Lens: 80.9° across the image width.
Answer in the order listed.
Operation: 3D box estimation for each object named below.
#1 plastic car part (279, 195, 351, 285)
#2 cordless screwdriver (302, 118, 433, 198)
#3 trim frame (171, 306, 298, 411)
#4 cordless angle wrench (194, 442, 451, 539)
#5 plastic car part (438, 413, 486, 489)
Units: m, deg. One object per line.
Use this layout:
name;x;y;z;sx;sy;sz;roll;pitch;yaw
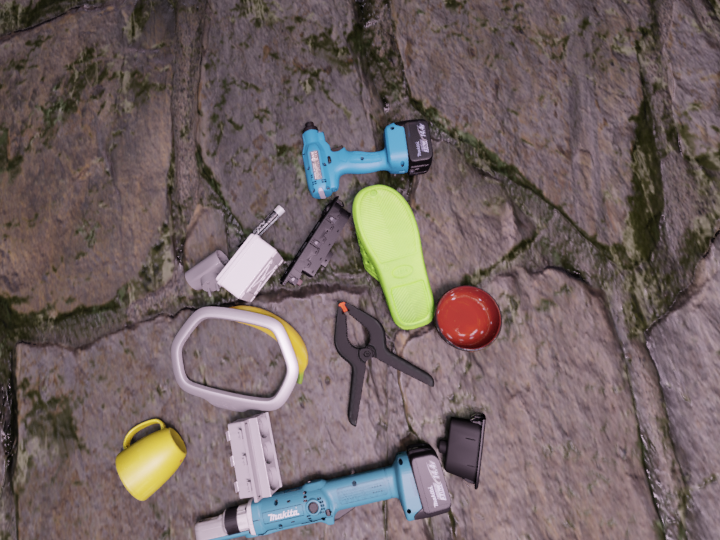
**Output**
plastic car part;-0.078;-0.051;0.801;0.067;0.066;0.203;28;80;-3
cordless screwdriver;0.008;-0.243;0.834;0.251;0.072;0.162;-12;77;5
trim frame;-0.230;0.162;0.764;0.253;0.027;0.184;7;88;11
cordless angle wrench;-0.072;0.384;0.699;0.425;0.073;0.100;-15;78;3
plastic car part;0.168;0.296;0.707;0.073;0.063;0.117;10;81;20
